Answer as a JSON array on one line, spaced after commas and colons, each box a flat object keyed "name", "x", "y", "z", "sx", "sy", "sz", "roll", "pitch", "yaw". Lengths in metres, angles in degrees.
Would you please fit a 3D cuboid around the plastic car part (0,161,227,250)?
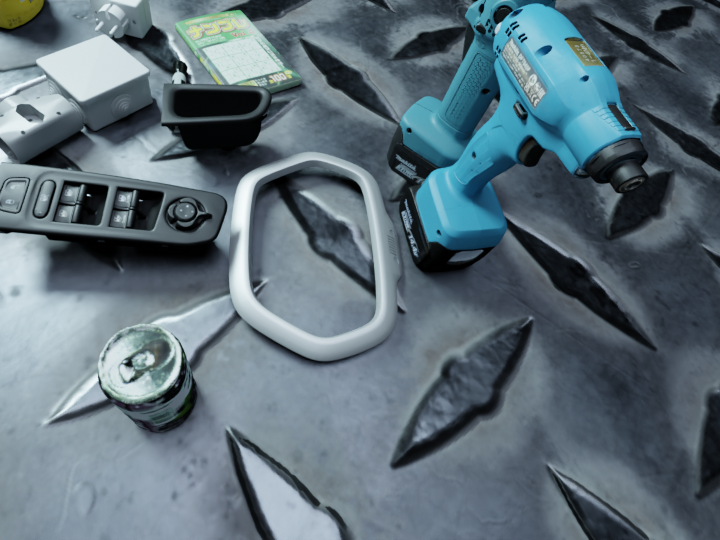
[{"name": "plastic car part", "x": -0.230, "y": -0.048, "z": 0.399, "sx": 0.200, "sy": 0.066, "sz": 0.068, "roll": 3, "pitch": 59, "yaw": -9}]

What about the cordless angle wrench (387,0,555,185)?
[{"name": "cordless angle wrench", "x": 0.134, "y": -0.231, "z": 0.371, "sx": 0.100, "sy": 0.418, "sz": 0.073, "roll": 39, "pitch": 59, "yaw": 8}]

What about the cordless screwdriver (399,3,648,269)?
[{"name": "cordless screwdriver", "x": 0.120, "y": -0.074, "z": 0.374, "sx": 0.072, "sy": 0.246, "sz": 0.165, "roll": -4, "pitch": 62, "yaw": -18}]

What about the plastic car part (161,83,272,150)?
[{"name": "plastic car part", "x": -0.161, "y": -0.168, "z": 0.483, "sx": 0.114, "sy": 0.070, "sz": 0.068, "roll": -3, "pitch": 61, "yaw": -14}]

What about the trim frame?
[{"name": "trim frame", "x": -0.043, "y": -0.028, "z": 0.445, "sx": 0.181, "sy": 0.027, "sz": 0.256, "roll": 0, "pitch": 59, "yaw": -11}]
